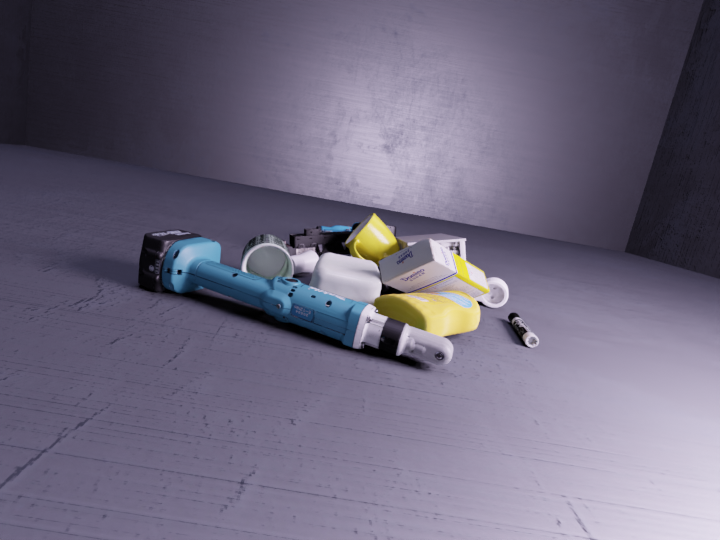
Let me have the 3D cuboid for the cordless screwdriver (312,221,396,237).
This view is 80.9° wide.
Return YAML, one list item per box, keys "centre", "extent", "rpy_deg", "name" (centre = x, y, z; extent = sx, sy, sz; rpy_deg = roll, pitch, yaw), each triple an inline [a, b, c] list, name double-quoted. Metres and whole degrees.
- centre: [-0.023, -0.089, 1.093]
  extent: [0.154, 0.074, 0.258]
  rpy_deg: [6, 4, -21]
  name: "cordless screwdriver"

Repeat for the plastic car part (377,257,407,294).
- centre: [0.065, 0.022, 0.768]
  extent: [0.123, 0.064, 0.069]
  rpy_deg: [15, 26, 36]
  name: "plastic car part"

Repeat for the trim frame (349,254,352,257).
- centre: [0.050, -0.005, 0.926]
  extent: [0.238, 0.027, 0.193]
  rpy_deg: [5, 14, -28]
  name: "trim frame"

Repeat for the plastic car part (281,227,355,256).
- centre: [-0.090, -0.059, 0.916]
  extent: [0.197, 0.067, 0.068]
  rpy_deg: [-1, 4, -20]
  name: "plastic car part"

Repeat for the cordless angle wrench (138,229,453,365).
- centre: [-0.095, 0.037, 0.546]
  extent: [0.437, 0.074, 0.095]
  rpy_deg: [17, 13, 18]
  name: "cordless angle wrench"
